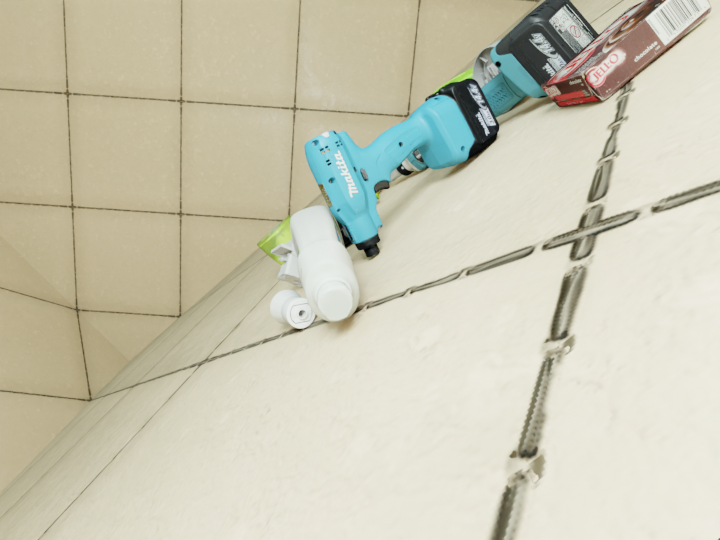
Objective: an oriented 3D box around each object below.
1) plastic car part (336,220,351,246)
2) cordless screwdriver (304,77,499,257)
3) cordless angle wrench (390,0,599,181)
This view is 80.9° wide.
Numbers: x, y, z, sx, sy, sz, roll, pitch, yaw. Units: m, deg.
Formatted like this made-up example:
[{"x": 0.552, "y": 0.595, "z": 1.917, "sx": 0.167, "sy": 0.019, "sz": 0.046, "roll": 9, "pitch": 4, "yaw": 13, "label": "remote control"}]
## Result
[{"x": -0.074, "y": -0.049, "z": 0.758, "sx": 0.207, "sy": 0.065, "sz": 0.066, "roll": -32, "pitch": 21, "yaw": 44, "label": "plastic car part"}, {"x": 0.064, "y": -0.135, "z": 0.544, "sx": 0.245, "sy": 0.157, "sz": 0.076, "roll": -29, "pitch": 8, "yaw": -18, "label": "cordless screwdriver"}, {"x": 0.147, "y": -0.227, "z": 0.662, "sx": 0.074, "sy": 0.097, "sz": 0.432, "roll": -46, "pitch": 10, "yaw": -25, "label": "cordless angle wrench"}]
